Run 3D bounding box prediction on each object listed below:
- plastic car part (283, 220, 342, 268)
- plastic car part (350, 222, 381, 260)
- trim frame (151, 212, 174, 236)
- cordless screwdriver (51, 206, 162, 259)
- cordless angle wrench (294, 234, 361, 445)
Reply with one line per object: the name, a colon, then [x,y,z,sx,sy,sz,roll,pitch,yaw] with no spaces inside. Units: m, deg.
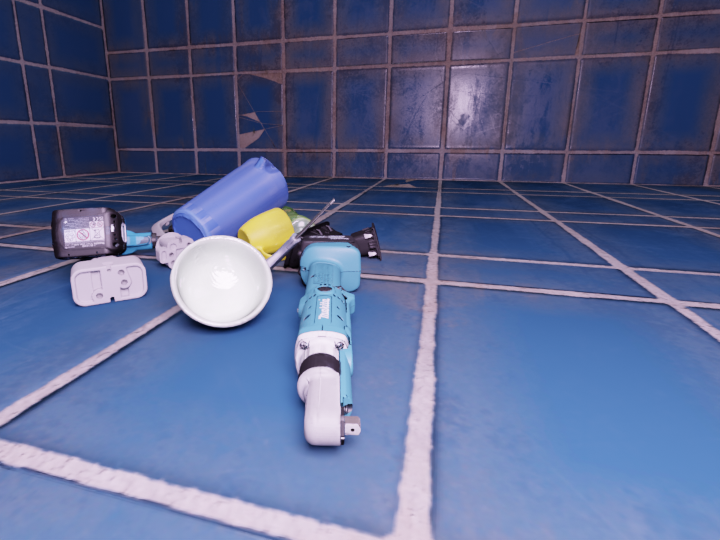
plastic car part: [-0.081,-0.053,0.828,0.068,0.065,0.201,13,19,9]
plastic car part: [0.003,-0.058,0.862,0.071,0.065,0.118,-13,13,2]
trim frame: [-0.382,-0.119,1.018,0.191,0.027,0.246,11,31,21]
cordless screwdriver: [-0.435,-0.057,0.747,0.154,0.074,0.256,-6,1,-22]
cordless angle wrench: [-0.040,0.046,0.496,0.098,0.073,0.431,-1,19,-3]
